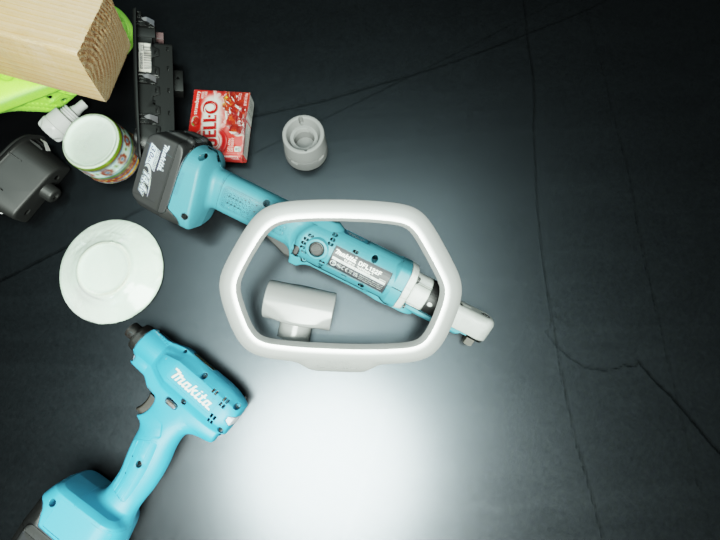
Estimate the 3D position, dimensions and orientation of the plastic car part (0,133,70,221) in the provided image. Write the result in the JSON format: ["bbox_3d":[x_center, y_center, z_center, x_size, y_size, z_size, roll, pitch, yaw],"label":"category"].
[{"bbox_3d":[-0.415,-0.107,0.526,0.070,0.067,0.116,39,79,-9],"label":"plastic car part"}]

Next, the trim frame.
[{"bbox_3d":[-0.022,0.019,0.436,0.249,0.028,0.183,0,95,1],"label":"trim frame"}]

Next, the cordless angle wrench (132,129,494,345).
[{"bbox_3d":[-0.047,-0.031,0.478,0.426,0.074,0.097,27,110,3],"label":"cordless angle wrench"}]

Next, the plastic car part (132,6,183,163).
[{"bbox_3d":[-0.262,-0.224,0.542,0.064,0.068,0.206,3,76,-26],"label":"plastic car part"}]

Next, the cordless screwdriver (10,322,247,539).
[{"bbox_3d":[-0.255,0.190,0.446,0.162,0.073,0.248,36,78,9],"label":"cordless screwdriver"}]
